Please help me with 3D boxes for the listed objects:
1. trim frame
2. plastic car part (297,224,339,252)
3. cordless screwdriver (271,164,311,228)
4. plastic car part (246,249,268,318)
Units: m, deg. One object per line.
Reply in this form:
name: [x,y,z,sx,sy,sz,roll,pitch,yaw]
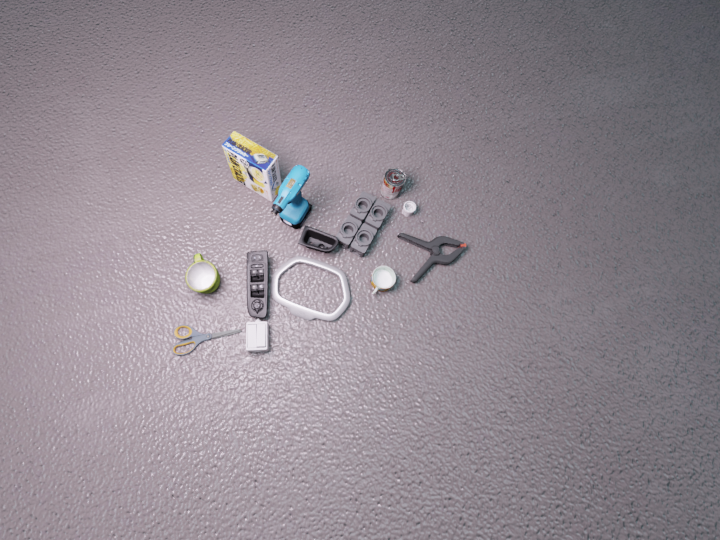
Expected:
trim frame: [-0.152,0.056,1.289,0.251,0.027,0.185,18,72,5]
plastic car part: [-0.129,-0.084,1.315,0.118,0.070,0.066,20,72,4]
cordless screwdriver: [-0.208,-0.192,1.257,0.075,0.246,0.159,29,73,2]
plastic car part: [-0.307,0.045,1.269,0.066,0.066,0.207,-2,72,-5]
